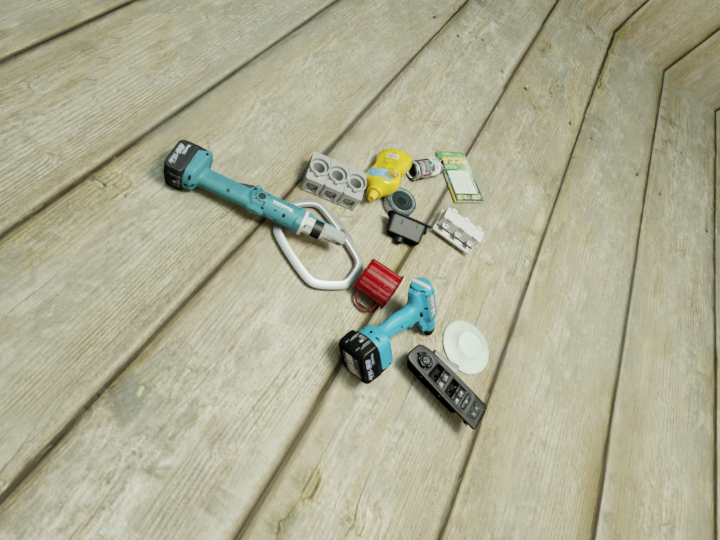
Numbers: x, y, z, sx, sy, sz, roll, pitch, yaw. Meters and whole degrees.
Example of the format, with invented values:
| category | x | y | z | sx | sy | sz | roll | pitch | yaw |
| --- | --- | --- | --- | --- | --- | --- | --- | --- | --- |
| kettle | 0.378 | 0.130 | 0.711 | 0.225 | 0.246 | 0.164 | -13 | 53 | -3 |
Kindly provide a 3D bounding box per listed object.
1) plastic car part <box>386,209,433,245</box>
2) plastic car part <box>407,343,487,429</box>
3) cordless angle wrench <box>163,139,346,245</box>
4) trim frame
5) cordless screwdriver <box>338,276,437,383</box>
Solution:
| category | x | y | z | sx | sy | sz | roll | pitch | yaw |
| --- | --- | --- | --- | --- | --- | --- | --- | --- | --- |
| plastic car part | 0.112 | -0.099 | 1.081 | 0.115 | 0.066 | 0.071 | 20 | 73 | -9 |
| plastic car part | 0.176 | 0.245 | 0.916 | 0.203 | 0.068 | 0.065 | 48 | 63 | 1 |
| cordless angle wrench | -0.225 | -0.154 | 0.943 | 0.419 | 0.074 | 0.099 | 25 | 58 | -5 |
| trim frame | -0.097 | -0.063 | 0.993 | 0.180 | 0.027 | 0.254 | -30 | 77 | -31 |
| cordless screwdriver | 0.074 | 0.141 | 0.910 | 0.245 | 0.152 | 0.079 | -37 | 41 | -25 |
